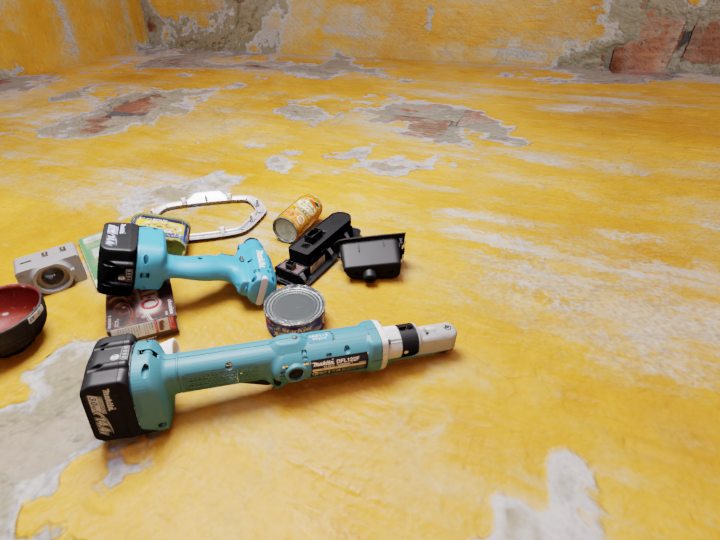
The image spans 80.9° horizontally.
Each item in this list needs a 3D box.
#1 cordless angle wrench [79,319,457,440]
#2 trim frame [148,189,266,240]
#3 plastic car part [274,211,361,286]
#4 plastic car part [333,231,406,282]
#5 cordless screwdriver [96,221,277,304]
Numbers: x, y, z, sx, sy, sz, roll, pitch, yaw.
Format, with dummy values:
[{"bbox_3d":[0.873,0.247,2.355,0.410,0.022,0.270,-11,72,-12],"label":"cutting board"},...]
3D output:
[{"bbox_3d":[-0.081,0.103,0.492,0.415,0.095,0.078,-7,32,-13],"label":"cordless angle wrench"},{"bbox_3d":[-0.316,-0.114,0.857,0.246,0.027,0.192,-9,35,-7],"label":"trim frame"},{"bbox_3d":[-0.071,-0.046,0.724,0.069,0.065,0.199,13,35,30],"label":"plastic car part"},{"bbox_3d":[0.019,-0.014,0.679,0.116,0.064,0.074,-7,49,-2],"label":"plastic car part"},{"bbox_3d":[-0.256,-0.020,0.643,0.240,0.073,0.167,7,27,-21],"label":"cordless screwdriver"}]
